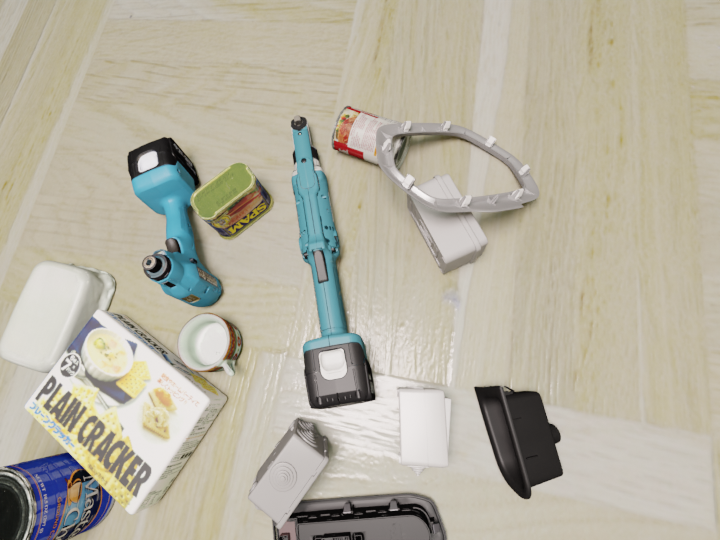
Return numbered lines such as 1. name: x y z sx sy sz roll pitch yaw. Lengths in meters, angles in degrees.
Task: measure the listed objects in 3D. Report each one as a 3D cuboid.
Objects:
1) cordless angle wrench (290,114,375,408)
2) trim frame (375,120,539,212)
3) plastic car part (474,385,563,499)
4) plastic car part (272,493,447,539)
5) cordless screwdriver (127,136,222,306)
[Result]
1. cordless angle wrench: -0.057 -0.037 0.585 0.075 0.094 0.435 -12 67 3
2. trim frame: 0.127 -0.137 0.544 0.239 0.027 0.192 -10 55 -32
3. plastic car part: 0.189 0.186 0.485 0.070 0.065 0.119 -13 75 -11
4. plastic car part: -0.006 0.298 0.482 0.204 0.065 0.068 -8 66 4
5. cordless screwdriver: -0.270 -0.076 0.593 0.074 0.154 0.257 -22 70 0
